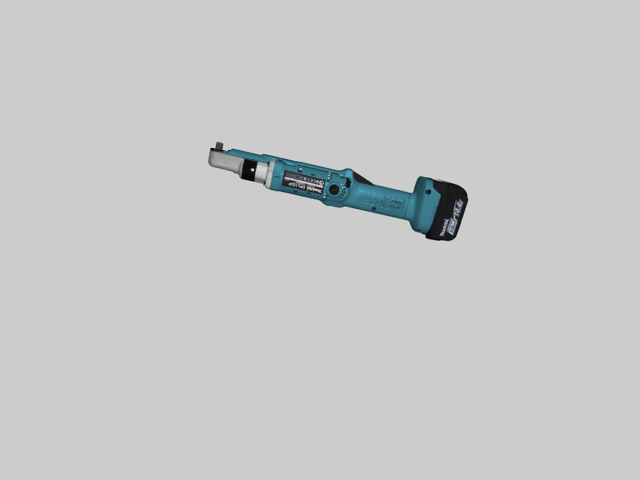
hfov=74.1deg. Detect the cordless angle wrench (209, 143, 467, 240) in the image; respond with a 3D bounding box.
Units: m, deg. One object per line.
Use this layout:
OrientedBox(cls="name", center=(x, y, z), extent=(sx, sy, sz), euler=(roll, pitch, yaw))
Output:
OrientedBox(cls="cordless angle wrench", center=(0.024, -0.089, 0.706), extent=(0.423, 0.098, 0.074), euler=(12, 15, -4))
